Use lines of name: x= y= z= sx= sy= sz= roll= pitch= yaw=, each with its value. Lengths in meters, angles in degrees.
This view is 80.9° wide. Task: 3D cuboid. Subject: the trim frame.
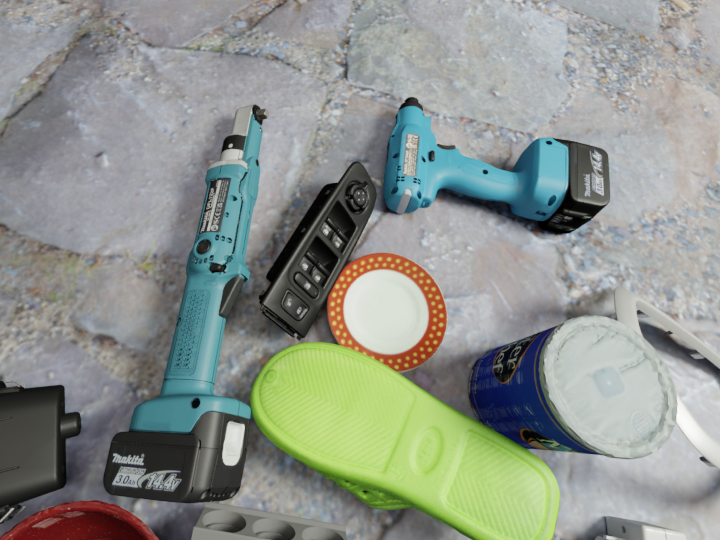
trim frame: x=0.325 y=0.113 z=0.402 sx=0.242 sy=0.028 sz=0.187 roll=29 pitch=44 yaw=-15

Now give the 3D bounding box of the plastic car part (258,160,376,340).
plastic car part: x=-0.045 y=-0.029 z=0.461 sx=0.063 sy=0.070 sz=0.203 roll=42 pitch=67 yaw=-28

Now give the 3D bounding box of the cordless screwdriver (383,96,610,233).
cordless screwdriver: x=0.157 y=-0.135 z=0.519 sx=0.250 sy=0.073 sz=0.162 roll=8 pitch=67 yaw=2

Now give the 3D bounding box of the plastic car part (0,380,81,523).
plastic car part: x=-0.286 y=0.150 z=0.370 sx=0.068 sy=0.066 sz=0.120 roll=-2 pitch=64 yaw=-25

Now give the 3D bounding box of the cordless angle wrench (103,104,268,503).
cordless angle wrench: x=-0.146 y=-0.011 z=0.436 sx=0.100 sy=0.071 sz=0.433 roll=-7 pitch=62 yaw=15
